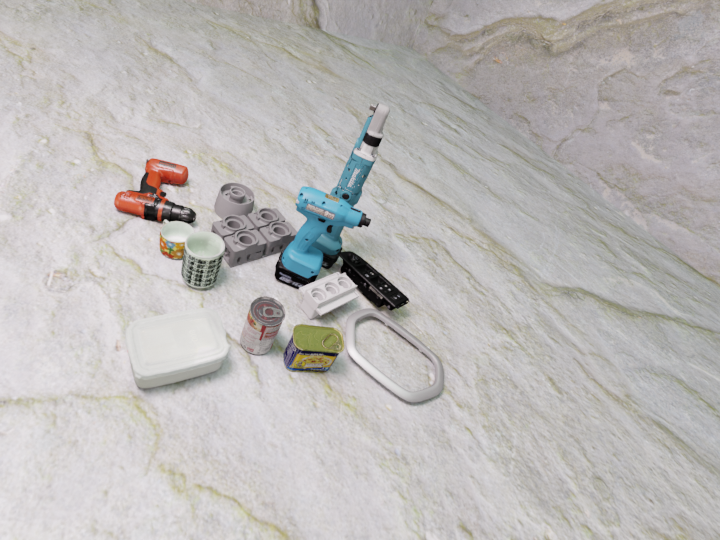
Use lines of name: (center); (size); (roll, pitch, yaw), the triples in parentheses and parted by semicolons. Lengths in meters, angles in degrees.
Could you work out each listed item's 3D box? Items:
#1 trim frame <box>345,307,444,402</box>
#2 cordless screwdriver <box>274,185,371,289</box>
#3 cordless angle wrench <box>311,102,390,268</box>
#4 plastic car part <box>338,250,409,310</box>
trim frame: (0.073, 0.179, 0.920); (0.255, 0.027, 0.181); (34, 41, 12)
cordless screwdriver: (-0.091, -0.060, 0.932); (0.158, 0.247, 0.075); (23, 40, -6)
cordless angle wrench: (-0.030, -0.180, 0.959); (0.098, 0.420, 0.075); (27, 39, -3)
plastic car part: (0.021, 0.028, 1.031); (0.064, 0.066, 0.212); (-21, 57, -42)
